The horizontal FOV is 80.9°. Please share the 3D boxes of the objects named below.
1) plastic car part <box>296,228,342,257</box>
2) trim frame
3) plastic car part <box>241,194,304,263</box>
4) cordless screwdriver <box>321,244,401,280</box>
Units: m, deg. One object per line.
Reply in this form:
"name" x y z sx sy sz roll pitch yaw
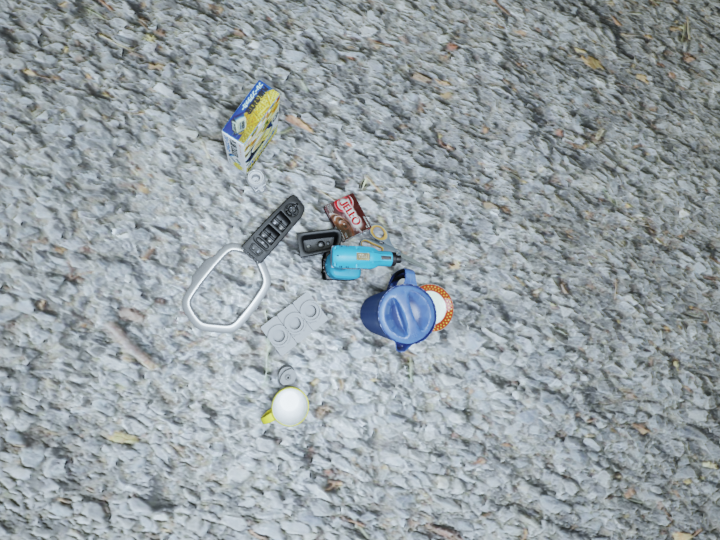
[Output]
"plastic car part" -0.110 -0.072 1.122 0.115 0.071 0.066 -9 85 -11
"trim frame" -0.345 0.045 1.093 0.184 0.027 0.248 35 78 -1
"plastic car part" -0.224 -0.109 1.114 0.066 0.067 0.202 40 78 -4
"cordless screwdriver" -0.010 -0.018 1.036 0.157 0.251 0.075 2 84 -11
